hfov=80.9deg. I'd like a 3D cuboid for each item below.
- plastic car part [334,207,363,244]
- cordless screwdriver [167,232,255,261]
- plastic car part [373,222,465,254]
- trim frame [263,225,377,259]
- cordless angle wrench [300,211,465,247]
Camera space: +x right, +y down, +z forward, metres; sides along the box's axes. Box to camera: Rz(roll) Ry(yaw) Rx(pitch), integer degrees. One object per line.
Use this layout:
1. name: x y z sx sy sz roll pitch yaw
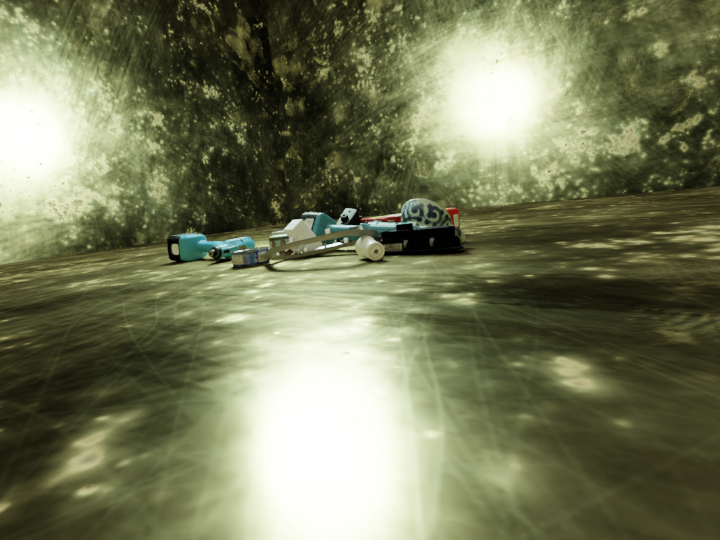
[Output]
1. plastic car part: -0.037 -0.132 1.184 0.069 0.068 0.116 9 44 25
2. cordless screwdriver: -0.433 -0.060 1.164 0.259 0.073 0.154 2 11 26
3. plastic car part: 0.107 -0.062 0.841 0.213 0.067 0.063 3 4 35
4. trim frame: -0.087 -0.057 0.894 0.252 0.028 0.179 -14 -7 10
5. cordless angle wrench: 0.033 -0.086 0.972 0.445 0.075 0.092 6 -14 39
